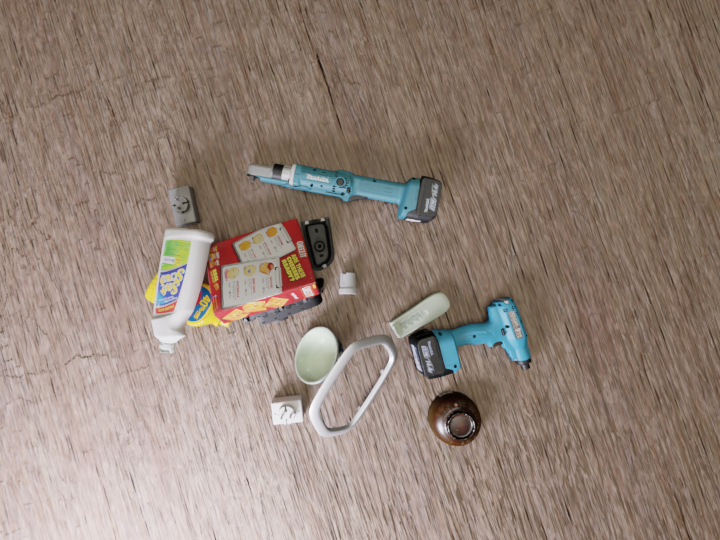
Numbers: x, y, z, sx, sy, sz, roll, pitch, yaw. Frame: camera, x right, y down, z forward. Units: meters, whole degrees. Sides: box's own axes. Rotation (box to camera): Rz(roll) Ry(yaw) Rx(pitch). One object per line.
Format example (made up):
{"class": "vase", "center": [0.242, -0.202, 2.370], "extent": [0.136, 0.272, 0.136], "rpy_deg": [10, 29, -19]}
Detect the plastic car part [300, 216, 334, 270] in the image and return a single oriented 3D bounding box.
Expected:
{"class": "plastic car part", "center": [-0.091, -0.059, 0.927], "extent": [0.066, 0.070, 0.117], "rpy_deg": [-11, 86, -1]}

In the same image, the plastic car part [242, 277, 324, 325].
{"class": "plastic car part", "center": [-0.167, 0.075, 0.927], "extent": [0.203, 0.068, 0.065], "rpy_deg": [-23, 105, 1]}

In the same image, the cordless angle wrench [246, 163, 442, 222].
{"class": "cordless angle wrench", "center": [-0.043, -0.189, 0.934], "extent": [0.425, 0.074, 0.098], "rpy_deg": [11, 89, 3]}

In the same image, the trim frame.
{"class": "trim frame", "center": [-0.012, 0.240, 0.882], "extent": [0.174, 0.029, 0.248], "rpy_deg": [33, 87, -41]}

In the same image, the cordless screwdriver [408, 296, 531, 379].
{"class": "cordless screwdriver", "center": [0.242, 0.171, 0.915], "extent": [0.247, 0.074, 0.159], "rpy_deg": [-19, 89, -4]}
